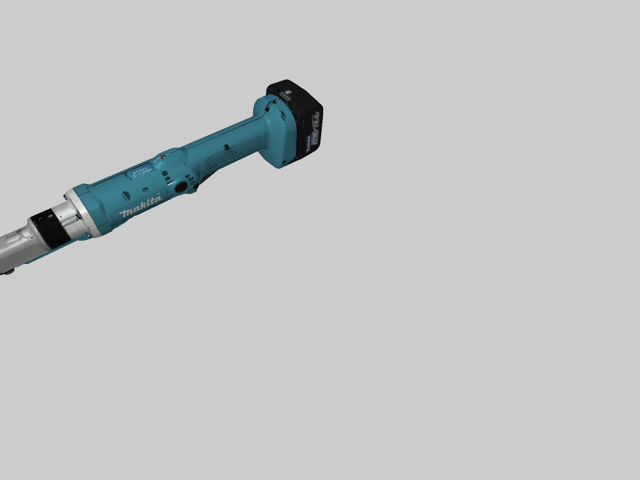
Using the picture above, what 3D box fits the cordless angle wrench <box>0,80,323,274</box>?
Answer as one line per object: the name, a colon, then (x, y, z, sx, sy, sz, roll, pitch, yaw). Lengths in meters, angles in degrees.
cordless angle wrench: (-0.181, -0.079, 0.517, 0.422, 0.074, 0.098, -32, -28, -26)
